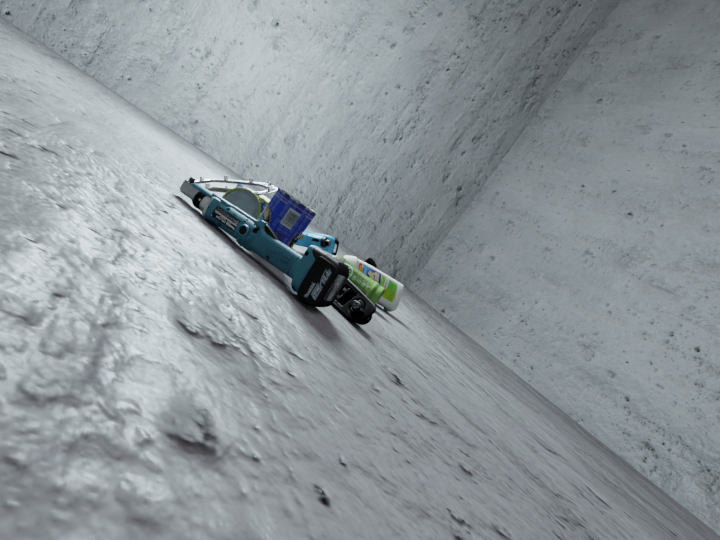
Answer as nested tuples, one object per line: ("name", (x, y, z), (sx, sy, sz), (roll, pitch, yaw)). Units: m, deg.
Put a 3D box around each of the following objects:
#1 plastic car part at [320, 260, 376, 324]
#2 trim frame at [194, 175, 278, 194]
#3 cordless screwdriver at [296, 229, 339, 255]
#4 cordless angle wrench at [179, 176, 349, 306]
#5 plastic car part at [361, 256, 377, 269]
("plastic car part", (-0.042, 0.056, 0.926), (0.215, 0.066, 0.064), (38, -21, 44))
("trim frame", (-0.347, -0.232, 1.143), (0.249, 0.027, 0.187), (6, 21, -1))
("cordless screwdriver", (-0.133, -0.087, 1.360), (0.165, 0.074, 0.239), (13, -1, 21))
("cordless angle wrench", (-0.218, -0.075, 0.840), (0.441, 0.098, 0.071), (32, 3, 23))
("plastic car part", (0.003, 0.015, 1.423), (0.063, 0.117, 0.074), (33, -19, -26))
